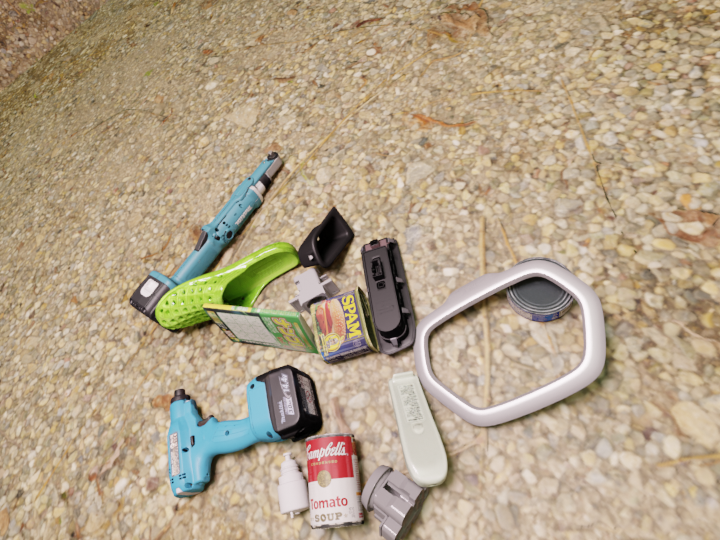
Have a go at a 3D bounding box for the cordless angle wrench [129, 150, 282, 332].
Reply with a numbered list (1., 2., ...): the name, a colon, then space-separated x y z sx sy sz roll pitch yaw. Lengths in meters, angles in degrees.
1. cordless angle wrench: -0.284 -0.079 0.854 0.078 0.093 0.423 20 67 30

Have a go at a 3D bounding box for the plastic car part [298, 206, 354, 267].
1. plastic car part: -0.072 -0.047 0.739 0.073 0.064 0.116 -20 25 42

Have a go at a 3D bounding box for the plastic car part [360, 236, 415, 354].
1. plastic car part: 0.039 0.026 0.658 0.067 0.064 0.210 -15 56 8

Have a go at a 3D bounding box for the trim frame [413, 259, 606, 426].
1. trim frame: 0.184 0.090 0.555 0.252 0.026 0.192 -35 56 20

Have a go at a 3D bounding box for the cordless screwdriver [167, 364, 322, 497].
1. cordless screwdriver: -0.191 0.217 0.646 0.251 0.070 0.166 -29 55 10
